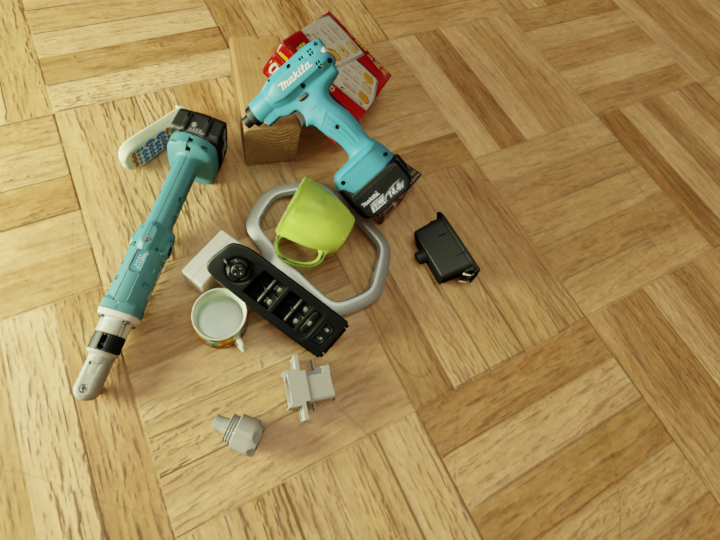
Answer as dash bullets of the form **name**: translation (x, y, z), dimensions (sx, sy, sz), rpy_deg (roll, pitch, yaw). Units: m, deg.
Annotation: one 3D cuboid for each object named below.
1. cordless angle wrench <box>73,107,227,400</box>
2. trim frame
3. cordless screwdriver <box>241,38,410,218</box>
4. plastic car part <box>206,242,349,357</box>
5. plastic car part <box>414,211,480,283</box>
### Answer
- **cordless angle wrench**: translation (-0.291, -0.036, 0.592), dimensions (0.073, 0.098, 0.428), rpy_deg (17, 67, -8)
- **trim frame**: translation (-0.065, -0.042, 0.662), dimensions (0.254, 0.027, 0.182), rpy_deg (44, 65, 11)
- **cordless screwdriver**: translation (-0.049, -0.186, 0.622), dimensions (0.161, 0.075, 0.244), rpy_deg (-35, 101, 18)
- **plastic car part**: translation (-0.112, 0.029, 0.577), dimensions (0.196, 0.069, 0.066), rpy_deg (38, 104, -18)
- **plastic car part**: translation (0.125, -0.027, 0.669), dimensions (0.070, 0.064, 0.121), rpy_deg (-28, 69, -6)
